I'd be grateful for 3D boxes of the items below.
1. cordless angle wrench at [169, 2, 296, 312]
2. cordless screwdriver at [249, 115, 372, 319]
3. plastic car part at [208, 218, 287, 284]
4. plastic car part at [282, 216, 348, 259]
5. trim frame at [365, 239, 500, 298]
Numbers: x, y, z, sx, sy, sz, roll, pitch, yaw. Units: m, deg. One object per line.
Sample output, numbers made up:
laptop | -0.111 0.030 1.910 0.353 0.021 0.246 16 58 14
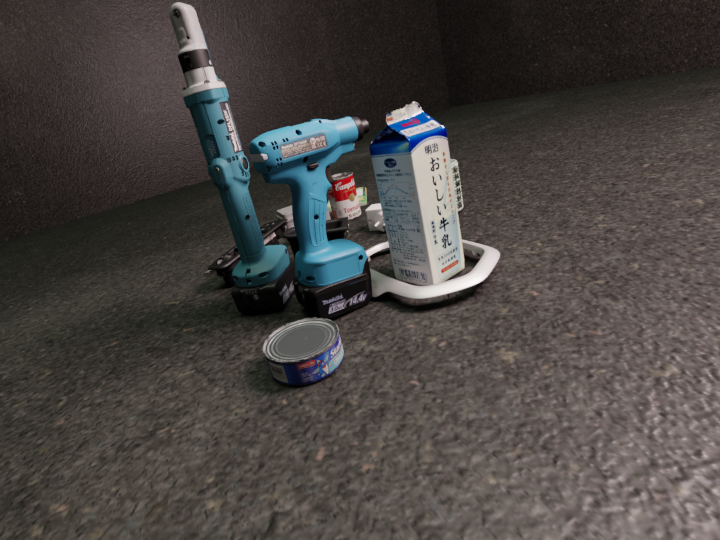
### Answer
cordless angle wrench | -0.184 -0.143 0.593 0.076 0.412 0.098 -8 19 16
cordless screwdriver | -0.038 -0.072 0.557 0.155 0.242 0.078 -22 20 -23
plastic car part | -0.210 -0.034 0.809 0.069 0.065 0.200 -2 25 29
plastic car part | -0.074 -0.048 0.753 0.118 0.069 0.067 -11 20 8
trim frame | 0.082 -0.010 0.621 0.180 0.027 0.261 -23 24 -21
